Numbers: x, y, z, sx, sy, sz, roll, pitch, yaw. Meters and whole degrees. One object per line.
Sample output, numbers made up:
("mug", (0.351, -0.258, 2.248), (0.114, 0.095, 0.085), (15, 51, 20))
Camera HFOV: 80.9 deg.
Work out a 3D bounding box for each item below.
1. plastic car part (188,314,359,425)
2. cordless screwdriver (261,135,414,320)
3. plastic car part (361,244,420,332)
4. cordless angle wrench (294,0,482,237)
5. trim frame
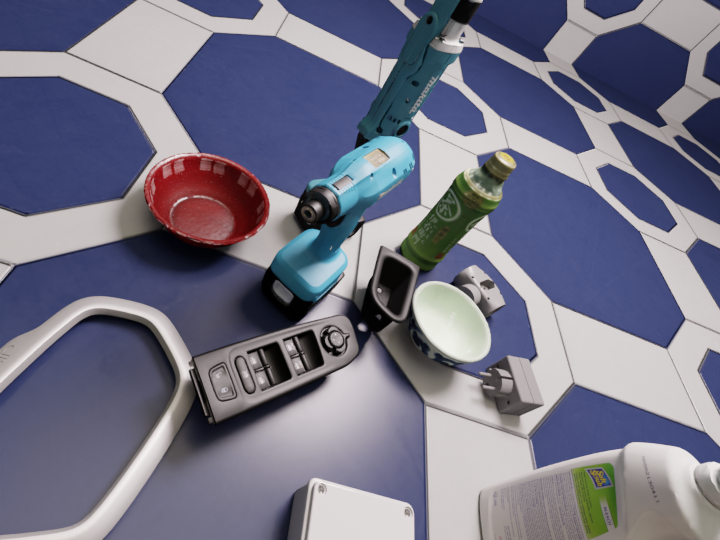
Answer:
("plastic car part", (-0.086, 0.104, 0.463), (0.195, 0.067, 0.069), (-16, 64, -37))
("cordless screwdriver", (-0.046, -0.030, 0.470), (0.075, 0.249, 0.156), (43, 45, 5))
("plastic car part", (0.031, 0.035, 0.580), (0.065, 0.071, 0.117), (29, 45, -7))
("cordless angle wrench", (0.034, -0.189, 0.523), (0.094, 0.424, 0.077), (-16, 66, -39))
("trim frame", (-0.260, 0.125, 0.382), (0.183, 0.027, 0.250), (28, 45, -4))
